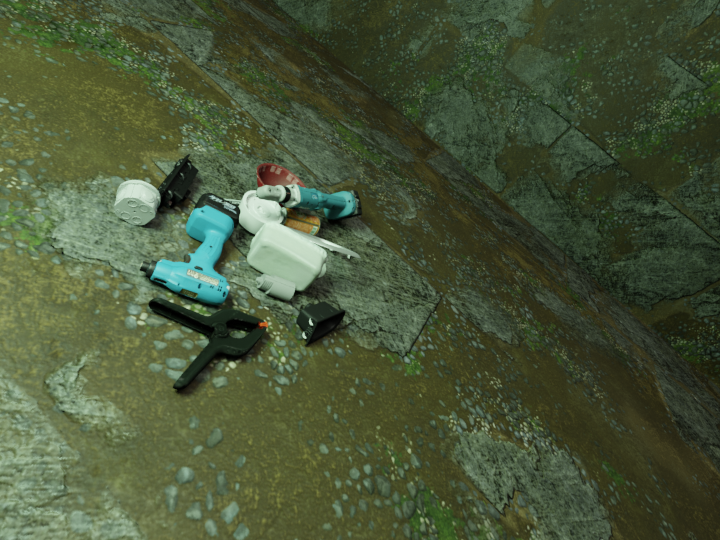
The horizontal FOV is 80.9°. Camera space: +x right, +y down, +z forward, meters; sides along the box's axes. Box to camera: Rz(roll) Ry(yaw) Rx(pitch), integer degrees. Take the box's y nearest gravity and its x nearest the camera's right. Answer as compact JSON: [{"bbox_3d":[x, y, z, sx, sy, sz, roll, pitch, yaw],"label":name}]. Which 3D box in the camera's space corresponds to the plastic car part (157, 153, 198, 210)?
[{"bbox_3d":[-0.408,-0.197,0.947,0.064,0.067,0.210,34,31,-29],"label":"plastic car part"}]

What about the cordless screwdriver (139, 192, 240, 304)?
[{"bbox_3d":[-0.328,-0.054,0.840,0.153,0.075,0.257,22,40,-25],"label":"cordless screwdriver"}]

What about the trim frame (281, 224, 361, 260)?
[{"bbox_3d":[-0.101,-0.066,1.032,0.194,0.027,0.237,24,7,29],"label":"trim frame"}]

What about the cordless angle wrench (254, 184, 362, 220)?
[{"bbox_3d":[-0.123,-0.181,1.089,0.407,0.101,0.075,-7,85,-64],"label":"cordless angle wrench"}]

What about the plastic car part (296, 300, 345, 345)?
[{"bbox_3d":[-0.093,0.099,0.899,0.074,0.065,0.113,35,26,19],"label":"plastic car part"}]
